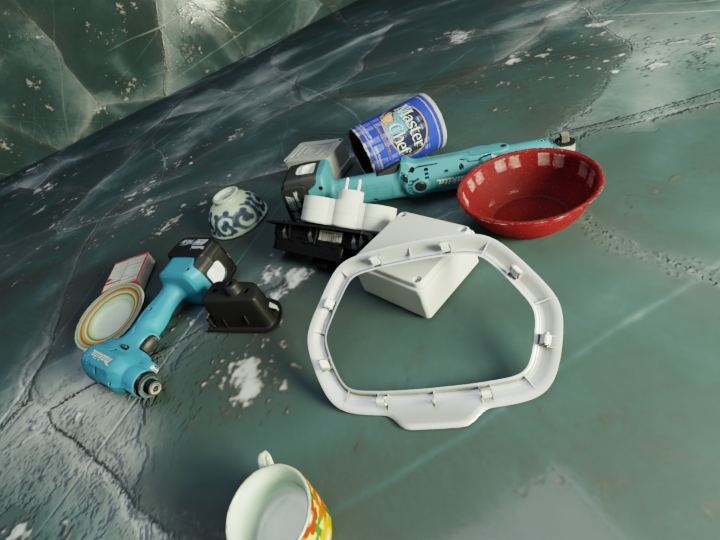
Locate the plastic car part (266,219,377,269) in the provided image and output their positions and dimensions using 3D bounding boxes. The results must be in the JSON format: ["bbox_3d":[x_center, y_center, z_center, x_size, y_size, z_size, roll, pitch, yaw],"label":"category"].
[{"bbox_3d":[-0.061,-0.040,0.622,0.214,0.067,0.063,17,8,39],"label":"plastic car part"}]

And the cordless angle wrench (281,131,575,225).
[{"bbox_3d":[0.089,-0.144,0.647,0.434,0.093,0.076,-6,40,17],"label":"cordless angle wrench"}]

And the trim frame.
[{"bbox_3d":[0.061,0.056,0.418,0.254,0.026,0.188,-10,69,17],"label":"trim frame"}]

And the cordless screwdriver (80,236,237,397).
[{"bbox_3d":[-0.273,0.062,0.612,0.167,0.071,0.249,5,50,35],"label":"cordless screwdriver"}]

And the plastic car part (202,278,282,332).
[{"bbox_3d":[-0.168,0.042,0.578,0.121,0.067,0.066,-5,43,29],"label":"plastic car part"}]
